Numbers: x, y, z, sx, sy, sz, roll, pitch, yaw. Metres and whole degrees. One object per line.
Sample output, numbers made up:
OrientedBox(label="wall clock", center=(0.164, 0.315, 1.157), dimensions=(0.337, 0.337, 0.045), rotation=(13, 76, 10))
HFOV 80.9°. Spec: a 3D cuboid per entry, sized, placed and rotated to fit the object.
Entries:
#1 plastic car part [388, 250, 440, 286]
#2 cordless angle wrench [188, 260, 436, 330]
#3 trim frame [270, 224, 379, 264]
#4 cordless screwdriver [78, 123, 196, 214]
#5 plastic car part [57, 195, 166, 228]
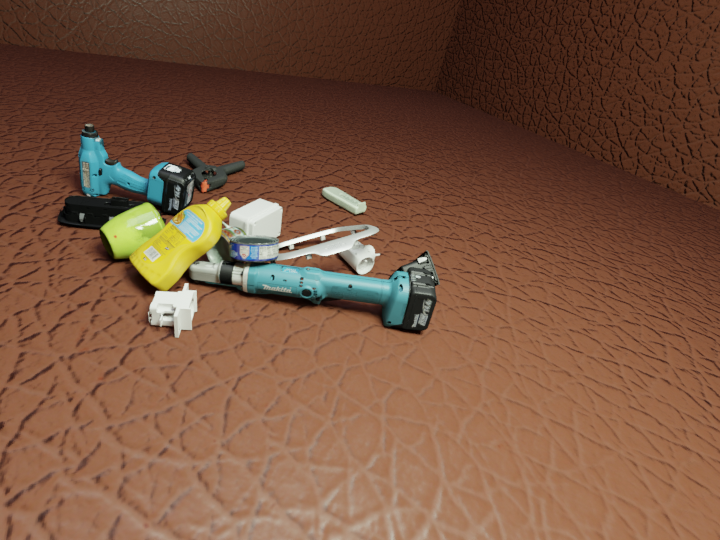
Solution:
OrientedBox(label="plastic car part", center=(0.091, 0.013, 0.811), dimensions=(0.069, 0.117, 0.067), rotation=(-13, 80, -17))
OrientedBox(label="cordless angle wrench", center=(-0.089, 0.024, 0.735), dimensions=(0.424, 0.095, 0.076), rotation=(8, 34, 1))
OrientedBox(label="trim frame", center=(-0.082, -0.054, 0.838), dimensions=(0.242, 0.027, 0.192), rotation=(-16, 14, -21))
OrientedBox(label="cordless screwdriver", center=(-0.494, -0.220, 0.930), dimensions=(0.248, 0.156, 0.076), rotation=(13, 31, -2))
OrientedBox(label="plastic car part", center=(-0.505, -0.116, 0.855), dimensions=(0.199, 0.065, 0.069), rotation=(1, 40, -11))
